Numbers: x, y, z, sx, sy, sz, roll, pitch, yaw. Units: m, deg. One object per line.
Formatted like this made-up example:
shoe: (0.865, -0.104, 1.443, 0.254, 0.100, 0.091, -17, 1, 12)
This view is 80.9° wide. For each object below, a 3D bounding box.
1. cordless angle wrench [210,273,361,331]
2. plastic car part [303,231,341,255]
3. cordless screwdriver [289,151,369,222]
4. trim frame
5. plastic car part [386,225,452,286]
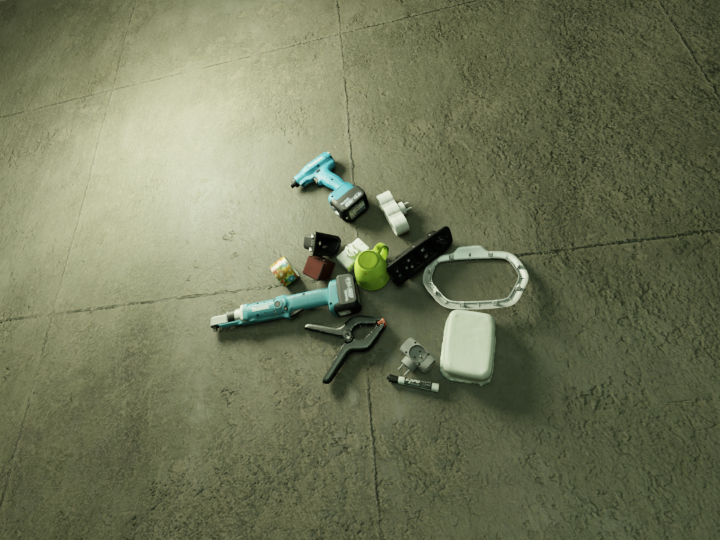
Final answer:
cordless angle wrench: (-0.212, 0.101, 1.140, 0.430, 0.071, 0.101, -12, 63, 11)
plastic car part: (-0.116, -0.076, 1.184, 0.074, 0.111, 0.066, 12, 96, 33)
cordless screwdriver: (-0.098, -0.242, 1.270, 0.159, 0.071, 0.261, -37, 58, -4)
trim frame: (0.283, 0.015, 1.054, 0.254, 0.026, 0.189, -5, 51, 15)
plastic car part: (0.153, -0.044, 1.109, 0.202, 0.065, 0.069, -35, 16, -4)
